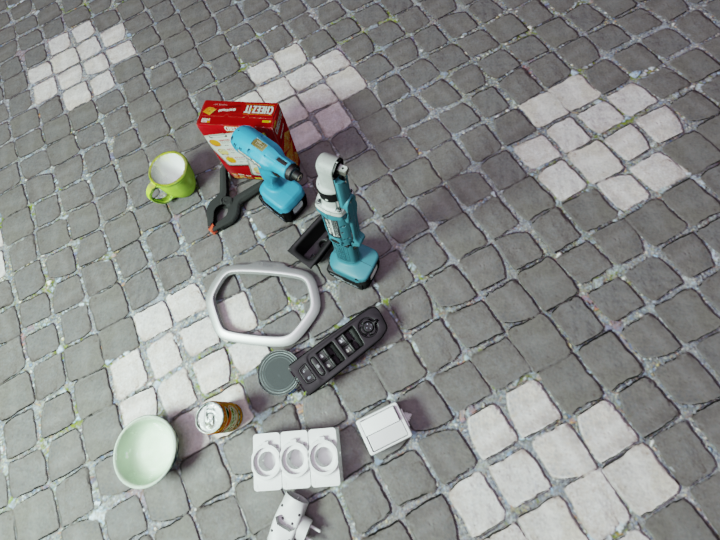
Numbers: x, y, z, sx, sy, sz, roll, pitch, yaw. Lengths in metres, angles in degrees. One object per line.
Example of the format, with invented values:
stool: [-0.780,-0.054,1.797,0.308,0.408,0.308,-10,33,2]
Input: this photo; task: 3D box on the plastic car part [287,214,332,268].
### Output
plastic car part: [-0.087,-0.057,0.892,0.068,0.069,0.116,36,78,17]

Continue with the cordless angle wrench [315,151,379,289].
cordless angle wrench: [-0.028,-0.069,0.703,0.101,0.410,0.074,26,75,13]

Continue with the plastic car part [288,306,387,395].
plastic car part: [-0.035,0.151,0.805,0.202,0.065,0.069,-37,70,-6]

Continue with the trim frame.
trim frame: [-0.206,0.065,0.887,0.253,0.026,0.187,2,69,10]

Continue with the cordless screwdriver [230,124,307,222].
cordless screwdriver: [-0.161,-0.177,0.858,0.165,0.241,0.074,37,78,17]
